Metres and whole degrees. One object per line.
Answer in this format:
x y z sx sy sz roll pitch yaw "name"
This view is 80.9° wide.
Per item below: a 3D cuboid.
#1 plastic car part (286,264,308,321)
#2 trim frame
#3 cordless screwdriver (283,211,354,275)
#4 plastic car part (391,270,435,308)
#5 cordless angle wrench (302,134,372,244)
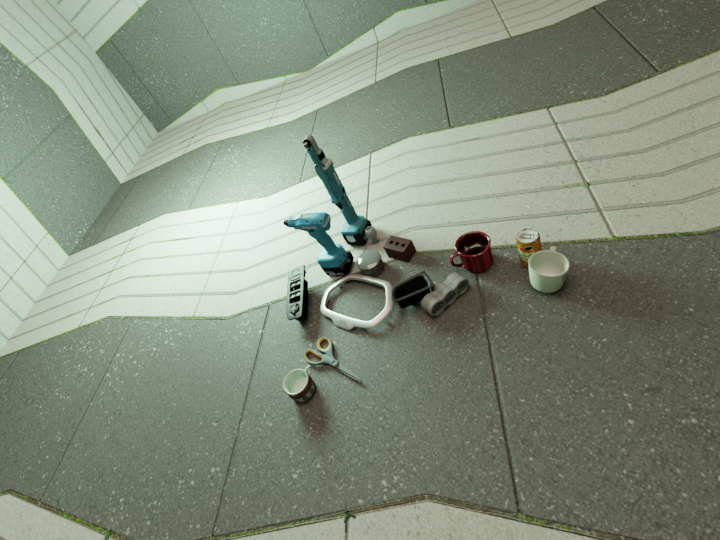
-0.198 0.081 1.345 0.068 0.063 0.209 -18 43 15 "plastic car part"
-0.012 0.091 1.253 0.262 0.026 0.184 12 57 38 "trim frame"
-0.130 -0.085 1.333 0.166 0.236 0.075 2 50 32 "cordless screwdriver"
0.144 0.064 1.155 0.117 0.067 0.069 -28 41 4 "plastic car part"
-0.076 -0.249 1.333 0.078 0.401 0.098 3 50 32 "cordless angle wrench"
